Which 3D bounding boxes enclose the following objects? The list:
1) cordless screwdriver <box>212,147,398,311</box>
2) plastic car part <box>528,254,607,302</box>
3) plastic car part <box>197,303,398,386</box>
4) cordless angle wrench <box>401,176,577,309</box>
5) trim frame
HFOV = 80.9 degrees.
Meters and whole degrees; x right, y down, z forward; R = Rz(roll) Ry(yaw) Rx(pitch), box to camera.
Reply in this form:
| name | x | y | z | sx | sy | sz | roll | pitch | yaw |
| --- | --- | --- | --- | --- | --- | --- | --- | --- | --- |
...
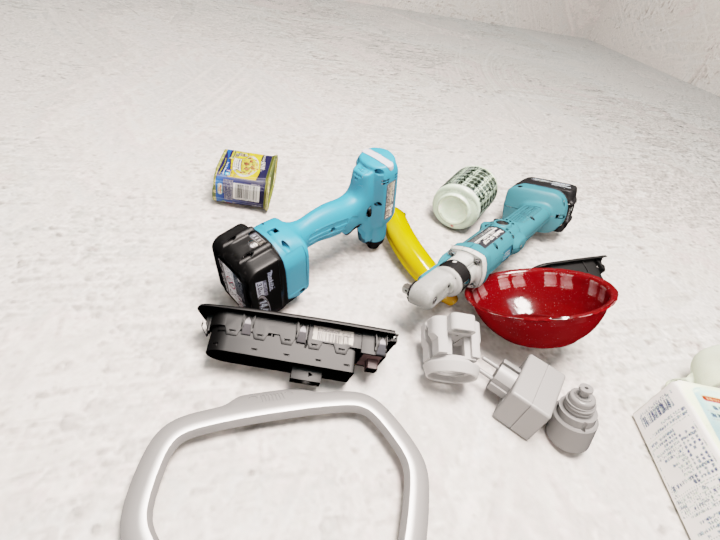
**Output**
| name | x | y | z | sx | sy | sz | roll | pitch | yaw |
| --- | --- | --- | --- | --- | --- | --- | --- | --- | --- |
| cordless screwdriver | -0.051 | -0.034 | 0.524 | 0.245 | 0.154 | 0.078 | -37 | 59 | -25 |
| plastic car part | 0.293 | 0.026 | 0.590 | 0.113 | 0.065 | 0.074 | -8 | 59 | -20 |
| plastic car part | -0.070 | 0.078 | 0.433 | 0.202 | 0.065 | 0.068 | 14 | 66 | -2 |
| cordless angle wrench | 0.196 | -0.045 | 0.601 | 0.103 | 0.072 | 0.411 | 22 | 36 | 34 |
| trim frame | -0.059 | 0.177 | 0.343 | 0.242 | 0.027 | 0.193 | -6 | 45 | -18 |
